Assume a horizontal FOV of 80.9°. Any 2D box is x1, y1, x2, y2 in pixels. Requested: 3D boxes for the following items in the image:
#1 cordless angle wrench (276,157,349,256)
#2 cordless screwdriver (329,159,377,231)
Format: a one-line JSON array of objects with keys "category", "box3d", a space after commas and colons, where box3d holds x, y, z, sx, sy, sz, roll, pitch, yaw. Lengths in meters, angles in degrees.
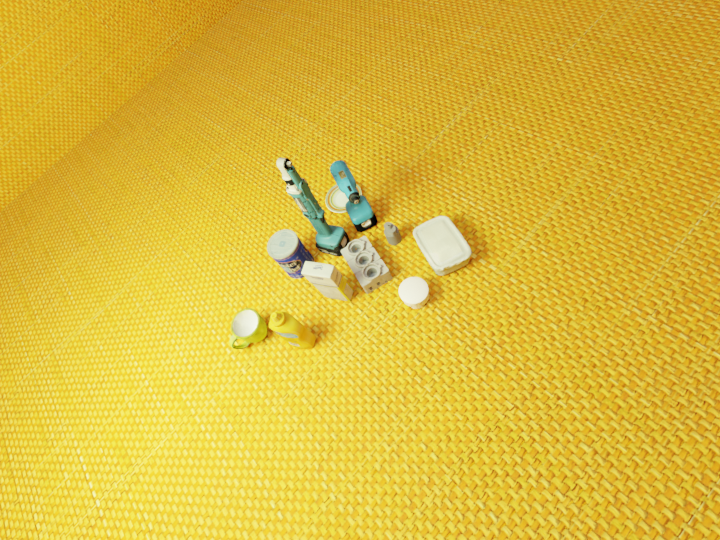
[{"category": "cordless angle wrench", "box3d": [-0.140, -0.176, 1.201, 0.102, 0.402, 0.075, 15, 68, 26]}, {"category": "cordless screwdriver", "box3d": [-0.013, -0.201, 1.266, 0.075, 0.236, 0.167, -27, 56, 3]}]
